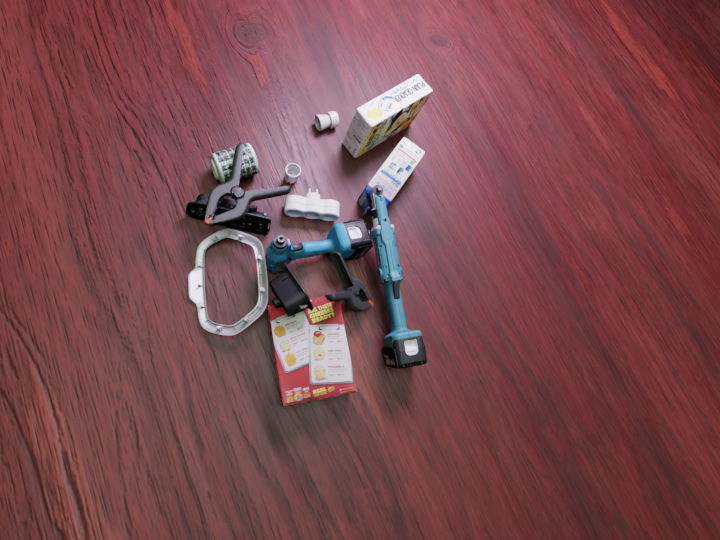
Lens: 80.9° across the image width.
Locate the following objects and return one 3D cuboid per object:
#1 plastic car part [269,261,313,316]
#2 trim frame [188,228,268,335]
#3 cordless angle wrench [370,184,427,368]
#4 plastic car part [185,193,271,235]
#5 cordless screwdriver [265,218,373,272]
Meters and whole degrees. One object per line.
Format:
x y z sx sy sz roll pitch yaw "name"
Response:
-0.159 0.051 0.913 0.070 0.063 0.123 -27 51 -13 "plastic car part"
-0.299 0.021 0.953 0.187 0.026 0.254 -11 73 9 "trim frame"
0.069 0.005 0.986 0.073 0.099 0.428 -6 80 -16 "cordless angle wrench"
-0.314 -0.142 1.012 0.200 0.066 0.068 9 62 -8 "plastic car part"
-0.095 -0.062 0.973 0.243 0.159 0.076 -13 75 -17 "cordless screwdriver"
